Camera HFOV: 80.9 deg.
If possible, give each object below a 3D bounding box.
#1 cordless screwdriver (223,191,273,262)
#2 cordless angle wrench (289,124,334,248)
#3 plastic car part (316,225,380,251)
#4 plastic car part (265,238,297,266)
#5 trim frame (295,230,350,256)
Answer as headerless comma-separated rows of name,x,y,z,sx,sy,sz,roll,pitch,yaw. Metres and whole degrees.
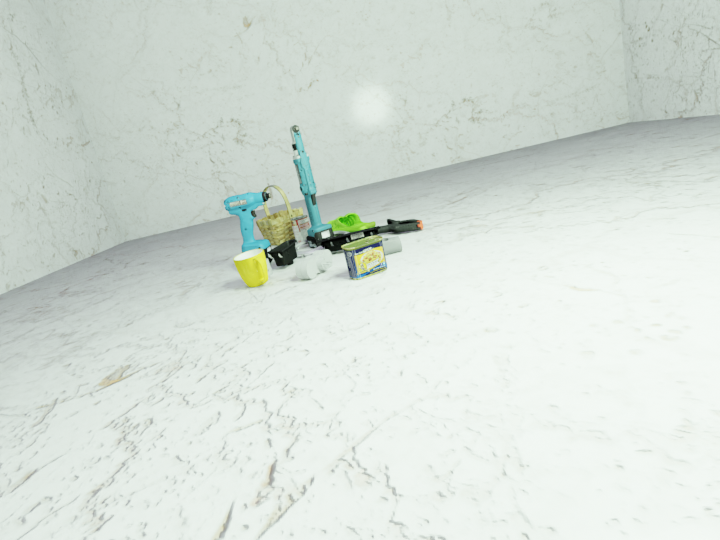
cordless screwdriver,-0.344,-0.135,1.392,0.163,0.244,0.074,-10,13,15
cordless angle wrench,-0.179,-0.285,1.451,0.072,0.416,0.102,-19,13,-25
plastic car part,-0.036,-0.093,1.315,0.209,0.066,0.065,-7,15,22
plastic car part,-0.232,-0.049,1.325,0.068,0.069,0.114,-6,17,28
trim frame,-0.145,-0.095,1.482,0.193,0.027,0.241,2,23,44
